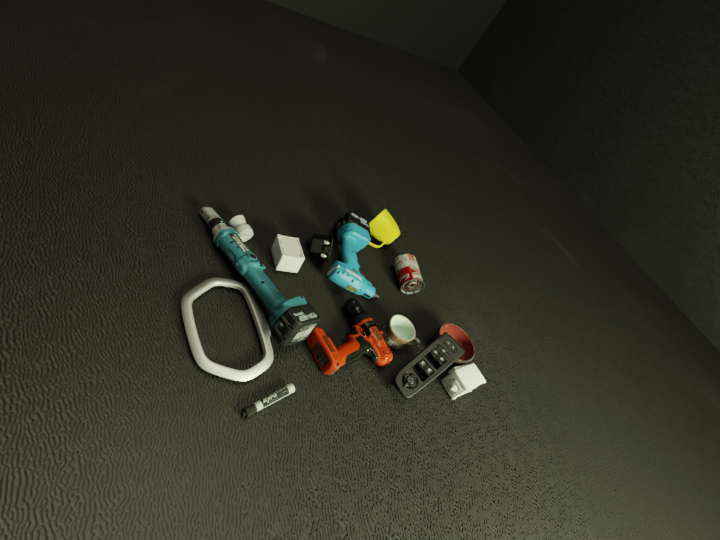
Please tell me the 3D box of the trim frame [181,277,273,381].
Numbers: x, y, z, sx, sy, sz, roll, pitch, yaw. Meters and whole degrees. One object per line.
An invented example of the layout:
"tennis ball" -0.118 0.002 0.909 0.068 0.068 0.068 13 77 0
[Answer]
"trim frame" -0.275 0.117 0.888 0.176 0.027 0.260 -6 52 -36

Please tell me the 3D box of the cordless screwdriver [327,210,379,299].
"cordless screwdriver" -0.010 -0.040 1.185 0.152 0.075 0.255 30 41 -25

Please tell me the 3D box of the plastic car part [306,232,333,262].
"plastic car part" -0.113 -0.074 1.151 0.070 0.065 0.119 11 15 -9

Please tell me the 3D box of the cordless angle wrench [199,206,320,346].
"cordless angle wrench" -0.259 -0.012 0.978 0.442 0.074 0.093 46 25 25

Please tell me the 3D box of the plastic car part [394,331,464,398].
"plastic car part" 0.152 0.229 1.004 0.198 0.067 0.068 -31 75 -31
